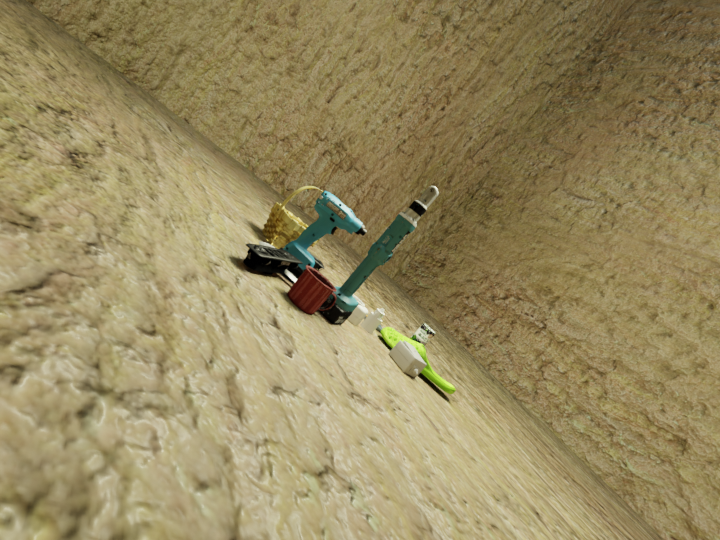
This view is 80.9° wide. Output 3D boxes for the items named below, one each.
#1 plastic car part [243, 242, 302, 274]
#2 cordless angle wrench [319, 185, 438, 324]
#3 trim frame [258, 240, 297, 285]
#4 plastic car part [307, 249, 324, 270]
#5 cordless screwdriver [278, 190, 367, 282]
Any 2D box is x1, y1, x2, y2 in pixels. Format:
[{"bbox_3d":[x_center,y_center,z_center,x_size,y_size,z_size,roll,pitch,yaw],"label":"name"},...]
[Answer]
[{"bbox_3d":[-0.216,-0.025,1.001,0.069,0.067,0.195,42,6,17],"label":"plastic car part"},{"bbox_3d":[0.051,-0.045,1.067,0.077,0.423,0.094,42,6,20],"label":"cordless angle wrench"},{"bbox_3d":[-0.189,0.004,1.161,0.251,0.027,0.182,40,5,3],"label":"trim frame"},{"bbox_3d":[-0.176,-0.028,1.292,0.113,0.071,0.068,38,6,-17],"label":"plastic car part"},{"bbox_3d":[-0.111,-0.073,1.136,0.156,0.249,0.076,39,6,-11],"label":"cordless screwdriver"}]
